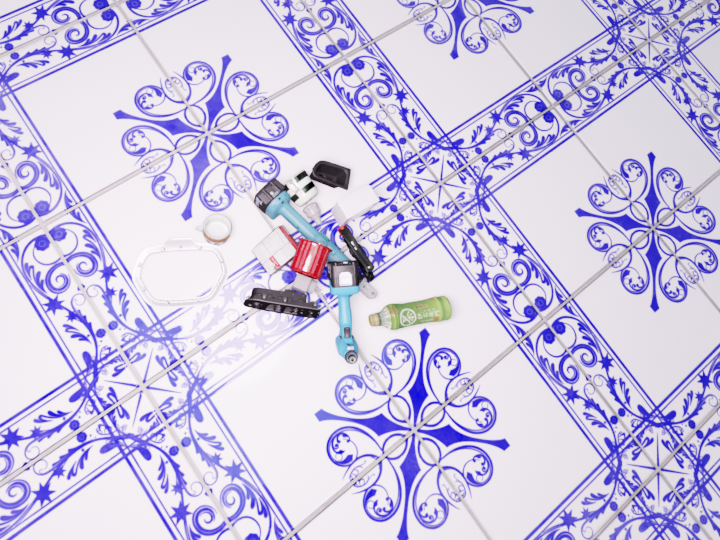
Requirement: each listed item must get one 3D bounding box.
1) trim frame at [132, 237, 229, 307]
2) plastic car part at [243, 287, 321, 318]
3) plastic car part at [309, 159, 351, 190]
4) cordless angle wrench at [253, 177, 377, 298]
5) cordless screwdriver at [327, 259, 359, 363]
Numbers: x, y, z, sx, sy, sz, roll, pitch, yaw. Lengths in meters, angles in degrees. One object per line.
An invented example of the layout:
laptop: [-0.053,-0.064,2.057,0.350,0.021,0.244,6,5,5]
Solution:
trim frame: [-0.474,0.005,1.118,0.246,0.027,0.187,-3,77,-6]
plastic car part: [-0.207,0.081,1.117,0.201,0.066,0.068,5,69,-7]
plastic car part: [-0.095,-0.268,1.204,0.112,0.073,0.067,14,76,-23]
cordless angle wrench: [-0.113,-0.074,1.152,0.423,0.098,0.074,44,72,0]
cordless screwdriver: [-0.036,0.099,1.052,0.074,0.162,0.247,-3,95,-8]
